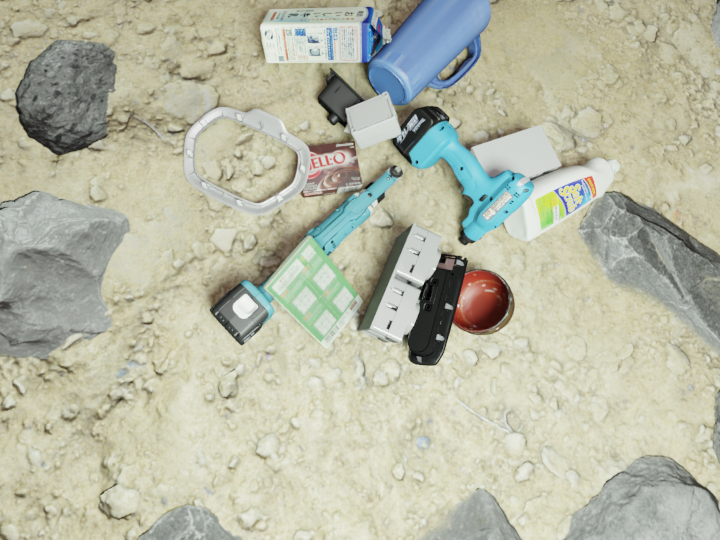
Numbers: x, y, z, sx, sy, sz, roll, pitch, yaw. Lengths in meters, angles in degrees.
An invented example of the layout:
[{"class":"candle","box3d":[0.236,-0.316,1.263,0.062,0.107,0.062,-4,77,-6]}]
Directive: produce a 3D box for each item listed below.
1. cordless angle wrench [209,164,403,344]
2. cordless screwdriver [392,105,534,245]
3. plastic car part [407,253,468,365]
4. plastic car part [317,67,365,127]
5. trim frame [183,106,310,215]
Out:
[{"class":"cordless angle wrench","box3d":[-0.072,-0.047,0.734,0.075,0.098,0.420,45,73,2]},{"class":"cordless screwdriver","box3d":[0.164,-0.173,0.770,0.256,0.159,0.072,48,40,15]},{"class":"plastic car part","box3d":[0.126,0.063,0.723,0.069,0.063,0.204,10,79,30]},{"class":"plastic car part","box3d":[-0.038,-0.316,0.813,0.071,0.066,0.117,-42,89,2]},{"class":"trim frame","box3d":[-0.210,-0.205,0.766,0.254,0.027,0.184,27,80,12]}]
